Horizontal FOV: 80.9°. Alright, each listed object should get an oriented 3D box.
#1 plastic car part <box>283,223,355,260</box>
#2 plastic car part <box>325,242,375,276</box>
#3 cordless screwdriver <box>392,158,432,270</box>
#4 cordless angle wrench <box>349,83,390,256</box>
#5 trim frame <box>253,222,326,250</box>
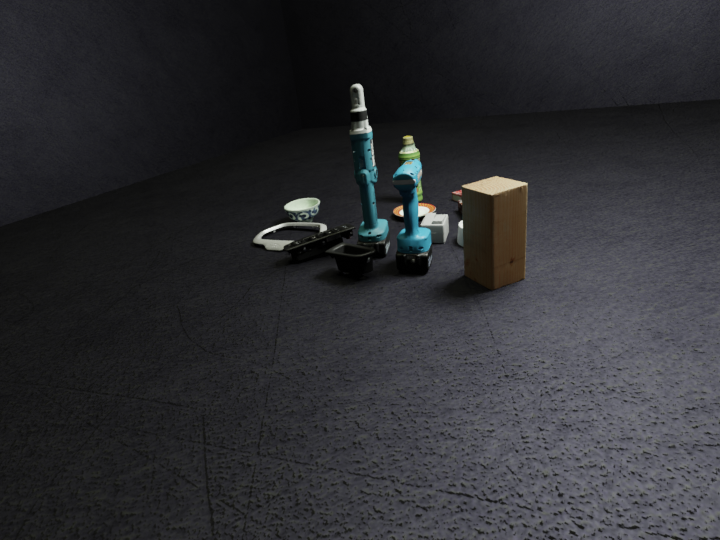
[{"bbox_3d":[-0.113,-0.074,1.153,0.200,0.065,0.069,-16,25,-13],"label":"plastic car part"},{"bbox_3d":[-0.017,-0.021,1.006,0.123,0.069,0.064,15,33,42],"label":"plastic car part"},{"bbox_3d":[0.123,-0.132,0.987,0.077,0.242,0.158,0,25,18],"label":"cordless screwdriver"},{"bbox_3d":[0.014,-0.239,1.048,0.076,0.411,0.098,-1,24,16],"label":"cordless angle wrench"},{"bbox_3d":[-0.216,-0.109,1.305,0.260,0.027,0.181,6,30,29],"label":"trim frame"}]
